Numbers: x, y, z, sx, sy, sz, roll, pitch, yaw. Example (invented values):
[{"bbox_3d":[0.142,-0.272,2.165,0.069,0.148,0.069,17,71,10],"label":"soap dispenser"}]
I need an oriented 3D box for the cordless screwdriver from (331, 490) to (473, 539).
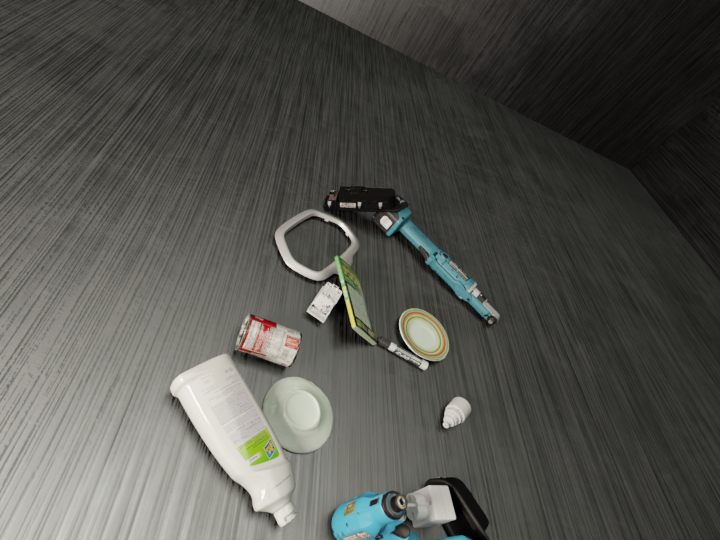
[{"bbox_3d":[0.096,0.390,0.594,0.246,0.160,0.075,32,41,-5],"label":"cordless screwdriver"}]

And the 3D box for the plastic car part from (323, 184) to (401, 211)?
[{"bbox_3d":[0.007,-0.193,1.116,0.206,0.065,0.067,7,38,8],"label":"plastic car part"}]

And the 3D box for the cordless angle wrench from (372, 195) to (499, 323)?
[{"bbox_3d":[0.210,-0.025,1.136,0.433,0.074,0.095,47,42,13],"label":"cordless angle wrench"}]

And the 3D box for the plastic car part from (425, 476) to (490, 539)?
[{"bbox_3d":[0.171,0.399,0.713,0.067,0.066,0.122,8,42,-48],"label":"plastic car part"}]

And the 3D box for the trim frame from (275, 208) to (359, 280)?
[{"bbox_3d":[-0.099,-0.065,1.014,0.187,0.027,0.245,38,40,7],"label":"trim frame"}]
